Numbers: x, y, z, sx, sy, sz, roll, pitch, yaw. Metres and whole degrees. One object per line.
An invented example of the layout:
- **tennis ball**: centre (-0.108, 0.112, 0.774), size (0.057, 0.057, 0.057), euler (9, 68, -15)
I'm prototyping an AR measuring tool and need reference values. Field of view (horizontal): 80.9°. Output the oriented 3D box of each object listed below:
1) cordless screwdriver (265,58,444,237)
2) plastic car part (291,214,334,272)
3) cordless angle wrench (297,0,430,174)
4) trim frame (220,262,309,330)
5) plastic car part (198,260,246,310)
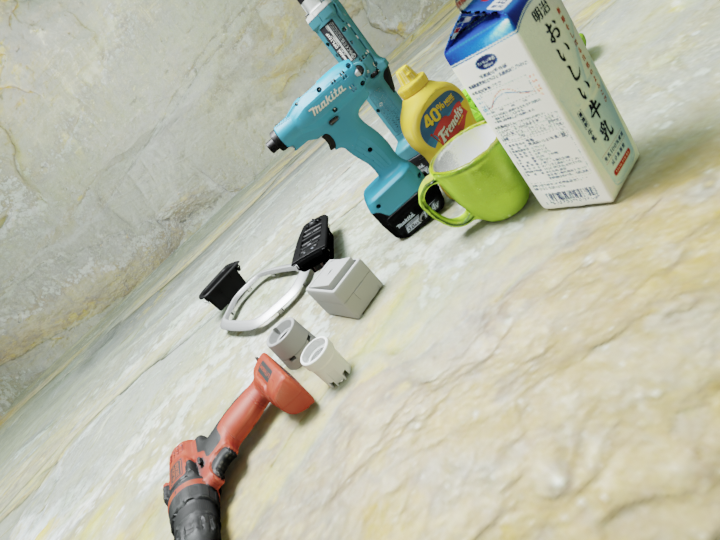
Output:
- **cordless screwdriver**: centre (-0.005, -0.150, 0.607), size (0.161, 0.240, 0.076), euler (-37, 20, 14)
- **plastic car part**: centre (-0.074, -0.049, 0.759), size (0.067, 0.064, 0.209), euler (-37, 24, 13)
- **cordless angle wrench**: centre (0.005, -0.332, 0.687), size (0.100, 0.408, 0.075), euler (-29, 23, 34)
- **trim frame**: centre (-0.185, 0.046, 0.818), size (0.258, 0.026, 0.184), euler (-11, 39, 50)
- **plastic car part**: centre (-0.303, 0.044, 0.950), size (0.068, 0.068, 0.116), euler (-17, 33, 47)
